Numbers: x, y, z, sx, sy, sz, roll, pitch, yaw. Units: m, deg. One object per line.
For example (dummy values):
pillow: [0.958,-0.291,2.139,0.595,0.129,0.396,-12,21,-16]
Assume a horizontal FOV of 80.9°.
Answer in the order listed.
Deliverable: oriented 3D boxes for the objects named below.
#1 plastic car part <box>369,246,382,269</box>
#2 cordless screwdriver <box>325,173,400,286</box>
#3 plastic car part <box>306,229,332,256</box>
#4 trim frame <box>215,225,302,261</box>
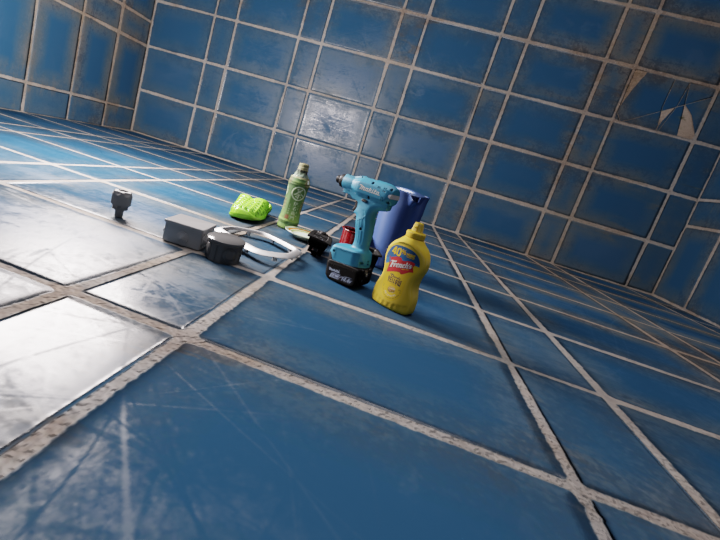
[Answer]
plastic car part: [0.016,-0.025,1.116,0.065,0.070,0.118,16,13,-7]
cordless screwdriver: [-0.018,-0.097,0.982,0.167,0.247,0.071,25,14,30]
plastic car part: [-0.114,-0.075,1.165,0.066,0.066,0.205,17,13,-4]
trim frame: [-0.257,-0.069,1.054,0.263,0.027,0.175,27,17,38]
